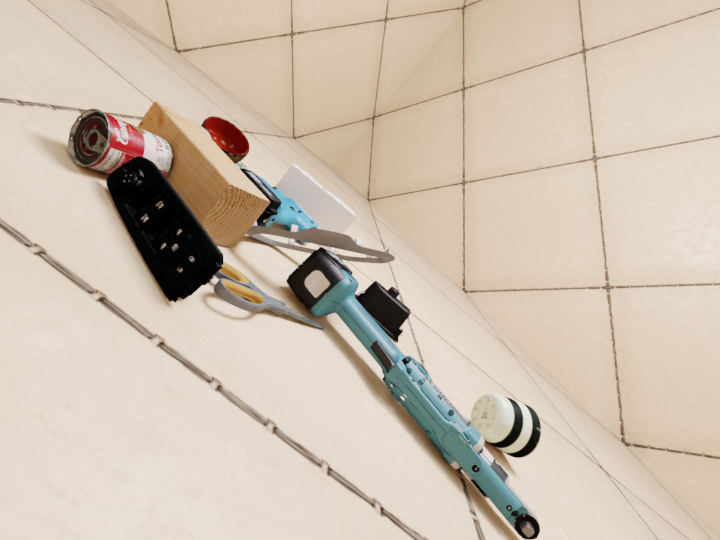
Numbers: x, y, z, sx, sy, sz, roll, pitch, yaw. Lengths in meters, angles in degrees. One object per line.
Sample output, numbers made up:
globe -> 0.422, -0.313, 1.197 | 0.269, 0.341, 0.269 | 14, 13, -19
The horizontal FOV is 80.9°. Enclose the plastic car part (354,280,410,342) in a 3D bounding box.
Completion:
plastic car part -> 0.049, 0.067, 0.805 | 0.117, 0.071, 0.065 | 44, 11, 3

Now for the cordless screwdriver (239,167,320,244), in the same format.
cordless screwdriver -> -0.179, -0.131, 0.810 | 0.164, 0.074, 0.240 | 46, 9, 15

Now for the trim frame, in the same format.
trim frame -> -0.066, -0.043, 0.670 | 0.245, 0.027, 0.186 | 13, -5, -9

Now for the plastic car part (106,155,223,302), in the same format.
plastic car part -> -0.209, -0.053, 0.460 | 0.212, 0.066, 0.064 | 46, 3, 24

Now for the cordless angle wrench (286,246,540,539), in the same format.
cordless angle wrench -> 0.062, 0.146, 0.560 | 0.439, 0.074, 0.094 | 48, 7, 21
